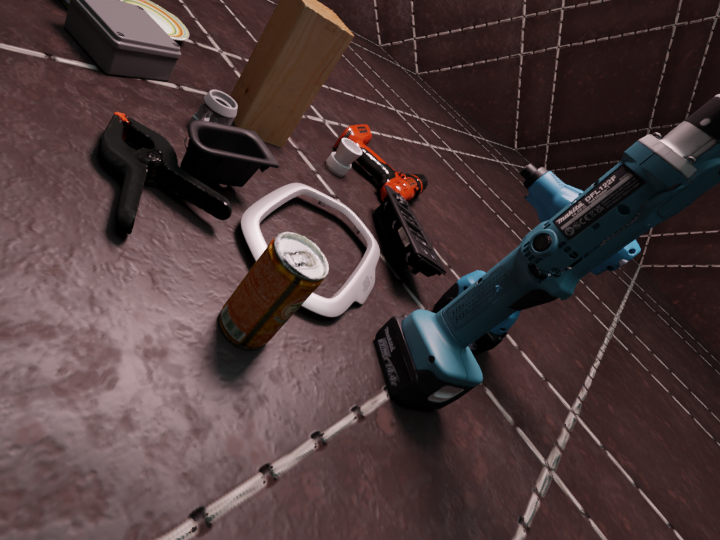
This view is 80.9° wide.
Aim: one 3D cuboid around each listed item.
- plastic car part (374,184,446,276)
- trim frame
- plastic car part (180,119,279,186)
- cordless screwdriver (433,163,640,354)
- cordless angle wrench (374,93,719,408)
[{"bbox_3d":[0.067,-0.060,0.669,0.063,0.067,0.211,23,35,-29],"label":"plastic car part"},{"bbox_3d":[-0.053,-0.035,0.545,0.184,0.028,0.247,39,31,-2],"label":"trim frame"},{"bbox_3d":[-0.168,-0.130,0.502,0.112,0.071,0.068,-11,59,-53],"label":"plastic car part"},{"bbox_3d":[0.201,-0.009,0.569,0.164,0.250,0.071,53,32,16],"label":"cordless screwdriver"},{"bbox_3d":[0.176,-0.014,0.377,0.071,0.426,0.102,21,38,-33],"label":"cordless angle wrench"}]
